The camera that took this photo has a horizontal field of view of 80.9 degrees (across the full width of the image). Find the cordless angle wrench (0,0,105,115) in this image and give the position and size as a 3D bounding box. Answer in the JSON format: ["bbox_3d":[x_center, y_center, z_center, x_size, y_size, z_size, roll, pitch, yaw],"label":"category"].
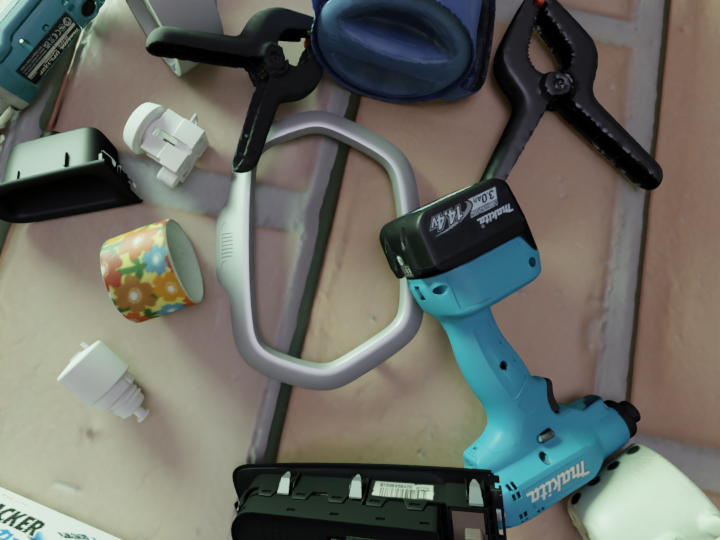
[{"bbox_3d":[-0.263,-0.251,0.378,0.075,0.098,0.422,36,86,0],"label":"cordless angle wrench"}]

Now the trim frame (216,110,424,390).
[{"bbox_3d":[-0.036,-0.024,0.373,0.183,0.027,0.250,-3,83,-3],"label":"trim frame"}]

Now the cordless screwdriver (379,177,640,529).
[{"bbox_3d":[0.123,0.052,0.335,0.156,0.076,0.249,-20,90,-16],"label":"cordless screwdriver"}]

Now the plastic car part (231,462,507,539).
[{"bbox_3d":[-0.007,0.181,0.297,0.209,0.066,0.065,-4,105,20],"label":"plastic car part"}]

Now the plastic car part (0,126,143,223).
[{"bbox_3d":[-0.259,-0.089,0.365,0.116,0.064,0.073,-9,68,-1],"label":"plastic car part"}]
